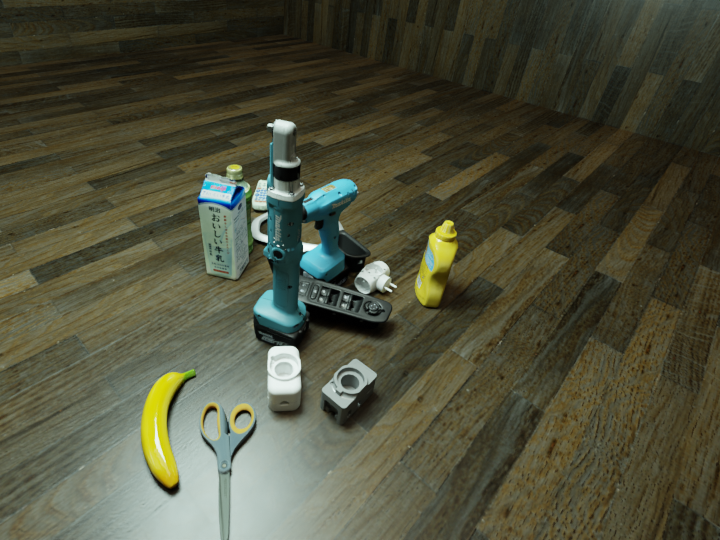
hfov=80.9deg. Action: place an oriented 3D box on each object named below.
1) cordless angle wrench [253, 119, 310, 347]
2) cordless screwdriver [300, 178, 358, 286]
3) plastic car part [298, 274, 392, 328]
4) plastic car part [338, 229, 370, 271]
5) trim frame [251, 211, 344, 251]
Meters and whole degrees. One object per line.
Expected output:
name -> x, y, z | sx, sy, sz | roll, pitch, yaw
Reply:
cordless angle wrench -> -0.126, -0.040, 0.699 | 0.100, 0.412, 0.074 | 18, 38, 12
cordless screwdriver -> -0.084, -0.055, 0.859 | 0.078, 0.242, 0.155 | 33, 44, 28
plastic car part -> -0.041, 0.073, 0.845 | 0.206, 0.065, 0.067 | 12, 38, 9
plastic car part -> -0.033, -0.035, 0.979 | 0.064, 0.069, 0.123 | -21, 45, -32
trim frame -> -0.160, -0.104, 1.087 | 0.253, 0.027, 0.186 | 11, 39, 8
